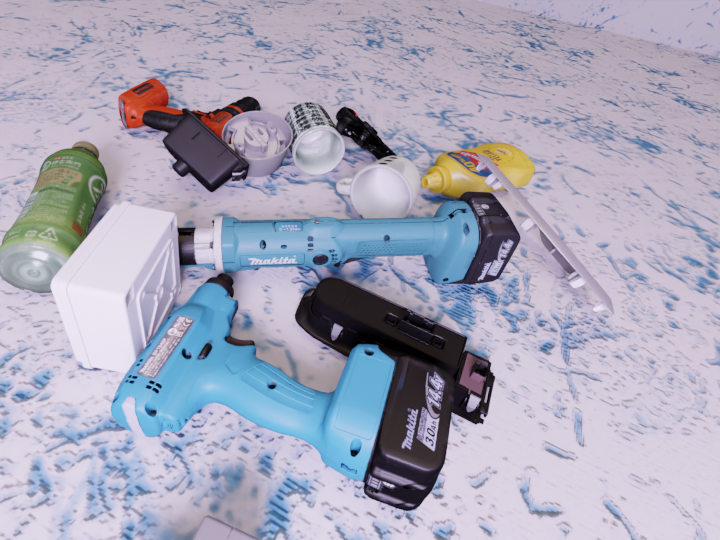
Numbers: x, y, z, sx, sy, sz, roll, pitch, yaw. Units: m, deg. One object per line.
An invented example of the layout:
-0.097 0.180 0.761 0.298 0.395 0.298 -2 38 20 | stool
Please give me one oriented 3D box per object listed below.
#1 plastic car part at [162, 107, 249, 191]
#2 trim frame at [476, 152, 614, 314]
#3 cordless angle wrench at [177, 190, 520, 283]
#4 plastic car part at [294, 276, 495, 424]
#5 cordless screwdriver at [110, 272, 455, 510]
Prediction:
-0.215 -0.151 0.569 0.115 0.067 0.071 40 73 -6 | plastic car part
0.210 -0.050 0.503 0.174 0.028 0.260 26 29 -44 | trim frame
-0.046 -0.030 0.467 0.417 0.095 0.077 -2 47 -8 | cordless angle wrench
0.029 0.063 0.401 0.210 0.065 0.066 22 50 17 | plastic car part
-0.055 0.083 0.354 0.253 0.072 0.161 12 42 8 | cordless screwdriver
